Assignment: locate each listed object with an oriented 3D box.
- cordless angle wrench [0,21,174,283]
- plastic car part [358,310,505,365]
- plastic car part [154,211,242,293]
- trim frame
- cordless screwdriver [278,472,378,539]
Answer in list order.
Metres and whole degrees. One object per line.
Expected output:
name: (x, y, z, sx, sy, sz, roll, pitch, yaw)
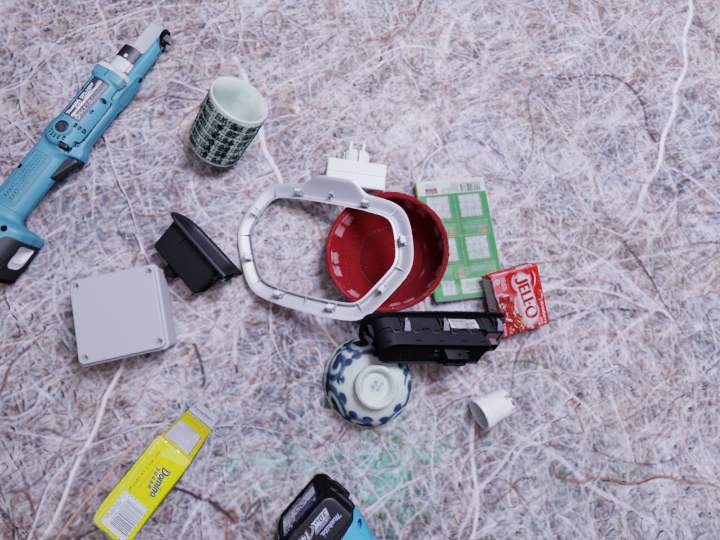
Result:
cordless angle wrench: (-0.398, -0.184, 0.582, 0.098, 0.074, 0.423, 30, 77, -1)
plastic car part: (0.094, 0.091, 0.543, 0.198, 0.065, 0.069, 6, 48, -14)
plastic car part: (-0.229, -0.014, 0.571, 0.118, 0.065, 0.071, 43, 93, 6)
trim frame: (-0.055, -0.036, 0.563, 0.257, 0.026, 0.185, 13, 80, 20)
cordless screwdriver: (0.004, 0.384, 0.508, 0.248, 0.075, 0.159, 39, 79, -1)
